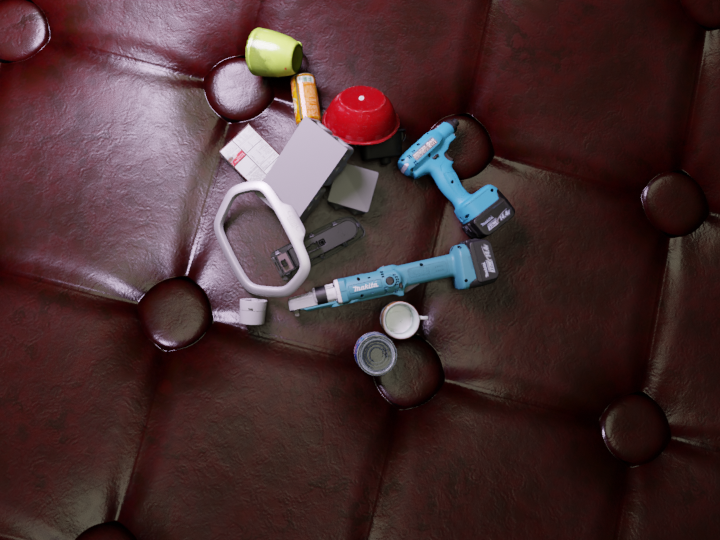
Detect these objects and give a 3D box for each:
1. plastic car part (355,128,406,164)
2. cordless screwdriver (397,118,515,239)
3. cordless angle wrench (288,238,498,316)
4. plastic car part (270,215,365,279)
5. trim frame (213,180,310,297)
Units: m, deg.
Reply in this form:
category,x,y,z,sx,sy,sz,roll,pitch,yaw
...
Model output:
category,x,y,z,sx,sy,sz,roll,pitch,yaw
plastic car part,0.044,-0.261,0.900,0.115,0.067,0.070,-6,103,-7
cordless screwdriver,0.217,-0.195,0.892,0.159,0.074,0.251,-43,85,-5
cordless angle wrench,0.058,0.023,0.869,0.422,0.074,0.098,-13,87,-1
plastic car part,-0.086,-0.056,0.874,0.201,0.066,0.067,-28,83,-7
trim frame,-0.199,-0.060,0.853,0.187,0.027,0.250,-29,85,21
